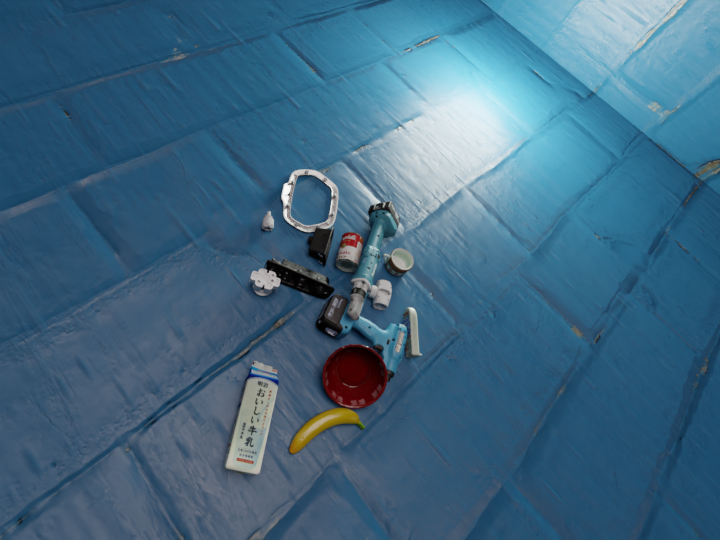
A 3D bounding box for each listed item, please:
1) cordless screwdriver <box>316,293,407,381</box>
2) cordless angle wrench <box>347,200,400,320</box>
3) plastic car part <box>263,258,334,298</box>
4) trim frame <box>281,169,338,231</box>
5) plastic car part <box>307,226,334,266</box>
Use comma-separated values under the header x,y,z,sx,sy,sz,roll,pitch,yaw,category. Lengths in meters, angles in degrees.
x,y,z,sx,sy,sz,roll,pitch,yaw,category
0.002,0.179,1.134,0.246,0.074,0.161,26,57,-6,cordless screwdriver
0.029,-0.036,1.214,0.093,0.077,0.428,57,37,-35,cordless angle wrench
-0.169,0.019,1.186,0.203,0.066,0.067,25,31,-1,plastic car part
-0.161,-0.228,1.348,0.181,0.027,0.254,12,60,-9,trim frame
-0.123,-0.080,1.259,0.071,0.064,0.119,9,55,2,plastic car part
